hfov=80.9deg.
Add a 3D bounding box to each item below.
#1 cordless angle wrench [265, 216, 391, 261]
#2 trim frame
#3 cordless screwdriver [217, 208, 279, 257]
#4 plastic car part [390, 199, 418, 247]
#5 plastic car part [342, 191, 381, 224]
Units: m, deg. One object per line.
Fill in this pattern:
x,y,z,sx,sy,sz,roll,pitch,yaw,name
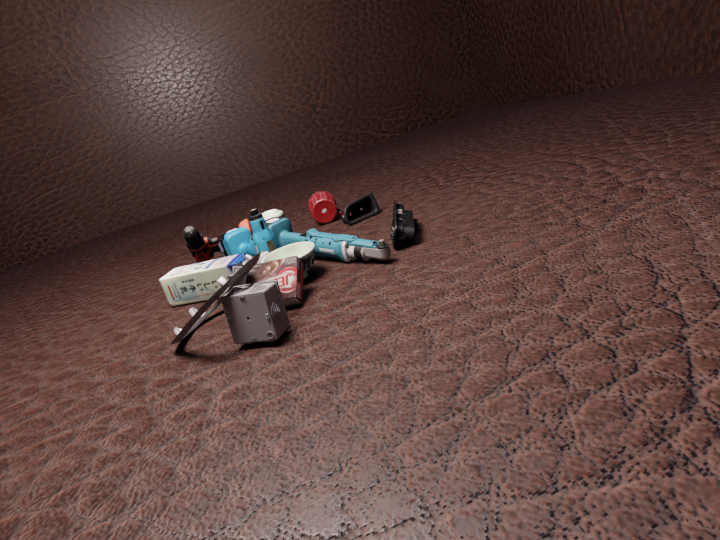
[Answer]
-0.098,-0.064,1.001,0.446,0.095,0.072,11,32,45,cordless angle wrench
-0.262,0.048,0.764,0.251,0.027,0.183,-42,7,39,trim frame
-0.288,-0.078,1.077,0.072,0.155,0.261,-28,20,-32,cordless screwdriver
0.098,-0.103,0.976,0.068,0.065,0.204,12,24,4,plastic car part
-0.011,-0.174,1.243,0.114,0.065,0.073,-27,6,-18,plastic car part
